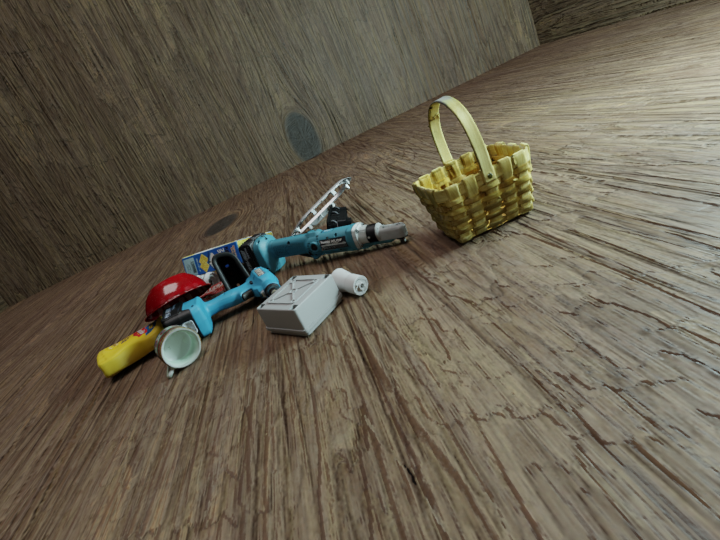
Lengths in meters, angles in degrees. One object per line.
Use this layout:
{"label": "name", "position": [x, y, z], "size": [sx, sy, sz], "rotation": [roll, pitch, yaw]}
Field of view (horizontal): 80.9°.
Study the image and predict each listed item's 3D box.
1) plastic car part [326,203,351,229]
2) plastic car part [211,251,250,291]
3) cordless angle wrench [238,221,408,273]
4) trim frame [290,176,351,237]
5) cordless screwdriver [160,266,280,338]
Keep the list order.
{"label": "plastic car part", "position": [-0.057, -0.130, 1.102], "size": [0.067, 0.064, 0.208], "rotation": [-15, 23, 2]}
{"label": "plastic car part", "position": [-0.309, 0.010, 1.022], "size": [0.065, 0.117, 0.071], "rotation": [-31, -4, -16]}
{"label": "cordless angle wrench", "position": [-0.094, -0.061, 0.961], "size": [0.440, 0.095, 0.073], "rotation": [-7, 23, 32]}
{"label": "trim frame", "position": [-0.109, -0.172, 1.186], "size": [0.247, 0.027, 0.184], "rotation": [-48, 2, -10]}
{"label": "cordless screwdriver", "position": [-0.285, 0.075, 0.887], "size": [0.245, 0.072, 0.166], "rotation": [-29, 20, -15]}
